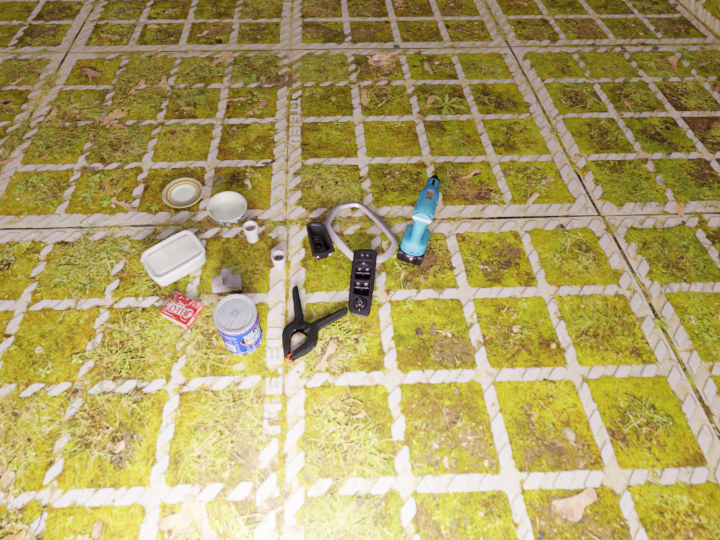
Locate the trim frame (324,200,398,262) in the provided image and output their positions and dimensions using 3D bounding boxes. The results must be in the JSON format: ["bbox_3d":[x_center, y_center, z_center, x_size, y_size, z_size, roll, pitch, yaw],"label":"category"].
[{"bbox_3d":[0.001,-0.118,1.289,0.181,0.027,0.260,-32,61,-20],"label":"trim frame"}]

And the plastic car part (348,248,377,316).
[{"bbox_3d":[0.003,0.040,1.158,0.067,0.065,0.207,6,56,1],"label":"plastic car part"}]

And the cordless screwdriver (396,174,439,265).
[{"bbox_3d":[0.168,-0.135,1.172,0.076,0.242,0.160,18,57,6],"label":"cordless screwdriver"}]

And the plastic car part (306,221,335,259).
[{"bbox_3d":[-0.121,-0.079,1.236,0.065,0.069,0.121,-12,57,-11],"label":"plastic car part"}]
